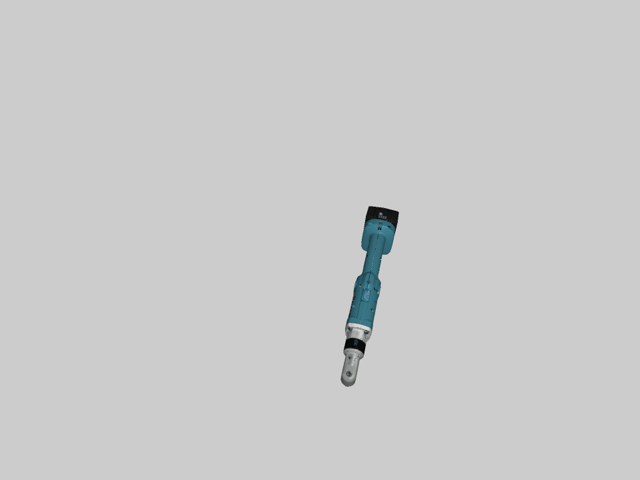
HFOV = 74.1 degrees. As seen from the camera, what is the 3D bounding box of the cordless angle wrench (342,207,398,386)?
[{"bbox_3d":[0.099,0.103,0.896,0.074,0.421,0.098,12,-40,8],"label":"cordless angle wrench"}]
